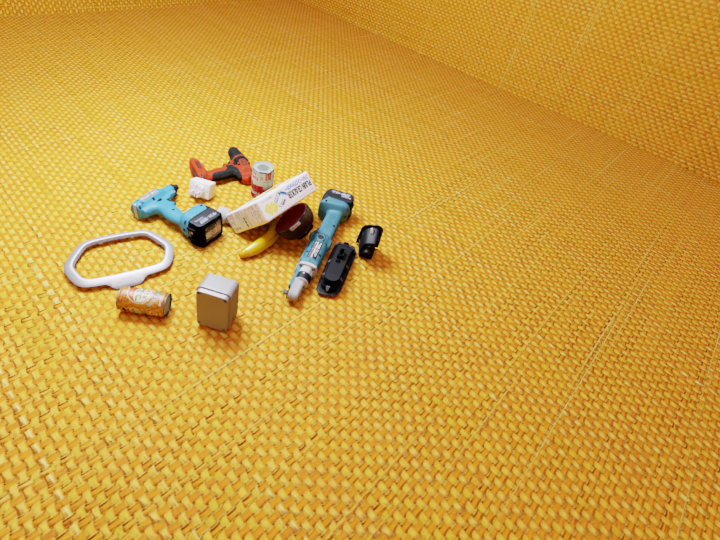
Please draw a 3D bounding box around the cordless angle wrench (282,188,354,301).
[{"bbox_3d":[-0.113,-0.074,1.156,0.099,0.073,0.427,16,45,3],"label":"cordless angle wrench"}]

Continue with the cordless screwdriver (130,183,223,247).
[{"bbox_3d":[-0.489,-0.166,1.171,0.257,0.072,0.158,22,43,17],"label":"cordless screwdriver"}]

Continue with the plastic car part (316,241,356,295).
[{"bbox_3d":[-0.058,-0.013,1.110,0.066,0.066,0.205,22,46,-1],"label":"plastic car part"}]

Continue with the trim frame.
[{"bbox_3d":[-0.587,-0.030,1.037,0.240,0.027,0.194,-16,48,-29],"label":"trim frame"}]

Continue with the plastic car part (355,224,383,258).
[{"bbox_3d":[0.022,-0.071,1.158,0.066,0.115,0.072,14,66,-2],"label":"plastic car part"}]
